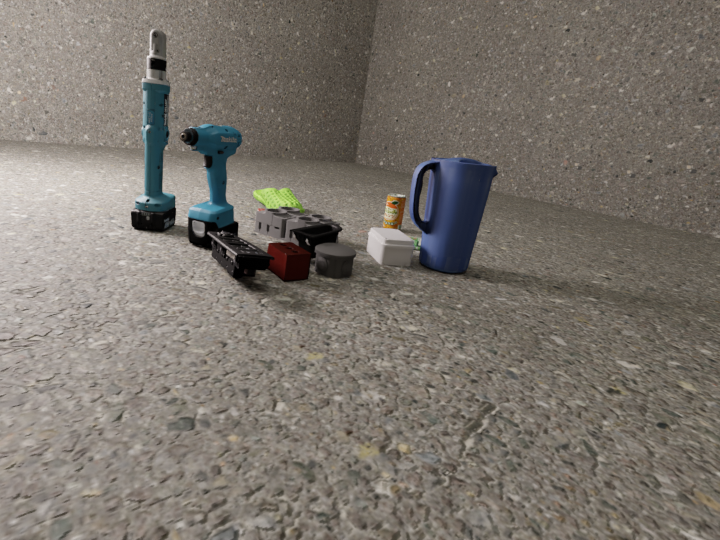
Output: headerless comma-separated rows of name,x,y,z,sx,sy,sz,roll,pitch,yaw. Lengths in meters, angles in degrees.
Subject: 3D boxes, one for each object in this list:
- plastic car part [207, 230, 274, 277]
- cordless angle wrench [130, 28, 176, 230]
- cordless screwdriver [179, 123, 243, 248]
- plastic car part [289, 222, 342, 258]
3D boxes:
plastic car part,-0.222,-0.028,0.751,0.063,0.066,0.214,-3,20,-33
cordless angle wrench,-0.450,-0.301,0.931,0.074,0.417,0.099,8,16,-3
cordless screwdriver,-0.309,-0.169,0.858,0.077,0.245,0.156,13,17,16
plastic car part,-0.086,-0.056,0.883,0.070,0.070,0.112,20,21,36
